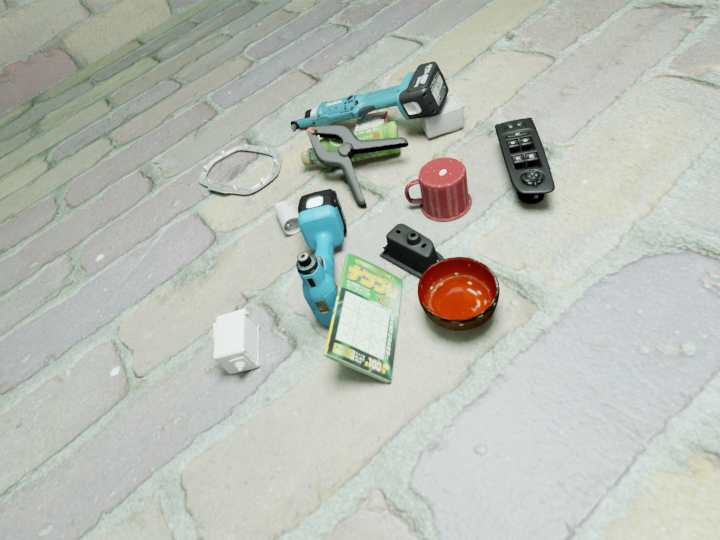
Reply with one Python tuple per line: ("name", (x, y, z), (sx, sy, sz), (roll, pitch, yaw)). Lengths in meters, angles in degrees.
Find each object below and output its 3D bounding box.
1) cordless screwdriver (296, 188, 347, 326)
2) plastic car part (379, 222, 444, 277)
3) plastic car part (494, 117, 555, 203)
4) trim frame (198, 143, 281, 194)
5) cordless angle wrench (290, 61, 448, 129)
("cordless screwdriver", (-0.070, -0.046, 0.719), (0.075, 0.151, 0.257), (-13, 47, 8))
("plastic car part", (0.088, -0.040, 0.708), (0.065, 0.067, 0.123), (-43, 47, -15))
("plastic car part", (0.289, -0.191, 0.754), (0.067, 0.064, 0.208), (-4, 47, 8))
("trim frame", (-0.308, -0.259, 1.074), (0.261, 0.026, 0.184), (19, 62, 31))
("cordless angle wrench", (-0.011, -0.384, 0.994), (0.445, 0.070, 0.098), (5, 61, 40))
